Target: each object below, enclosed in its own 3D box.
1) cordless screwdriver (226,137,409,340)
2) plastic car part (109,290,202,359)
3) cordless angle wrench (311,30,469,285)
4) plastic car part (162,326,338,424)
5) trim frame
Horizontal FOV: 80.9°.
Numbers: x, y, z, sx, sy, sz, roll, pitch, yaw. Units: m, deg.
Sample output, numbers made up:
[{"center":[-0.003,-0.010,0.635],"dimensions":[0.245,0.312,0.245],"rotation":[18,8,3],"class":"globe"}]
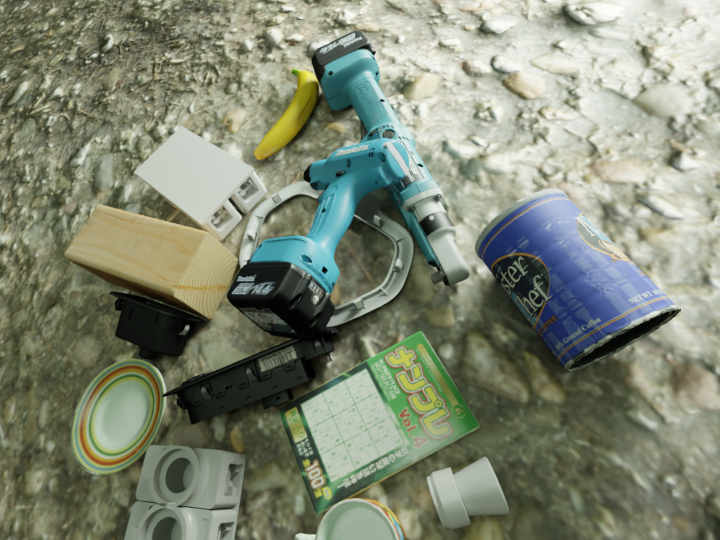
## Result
[{"center":[-0.058,-0.049,0.488],"dimensions":[0.167,0.070,0.249],"rotation":[2,54,45],"class":"cordless screwdriver"},{"center":[-0.270,0.076,0.547],"dimensions":[0.121,0.063,0.071],"rotation":[17,84,22],"class":"plastic car part"},{"center":[0.039,-0.165,0.568],"dimensions":[0.098,0.071,0.441],"rotation":[-24,60,4],"class":"cordless angle wrench"},{"center":[-0.117,0.121,0.470],"dimensions":[0.205,0.065,0.068],"rotation":[-19,85,6],"class":"plastic car part"},{"center":[-0.054,-0.035,0.548],"dimensions":[0.262,0.026,0.183],"rotation":[30,73,31],"class":"trim frame"}]
